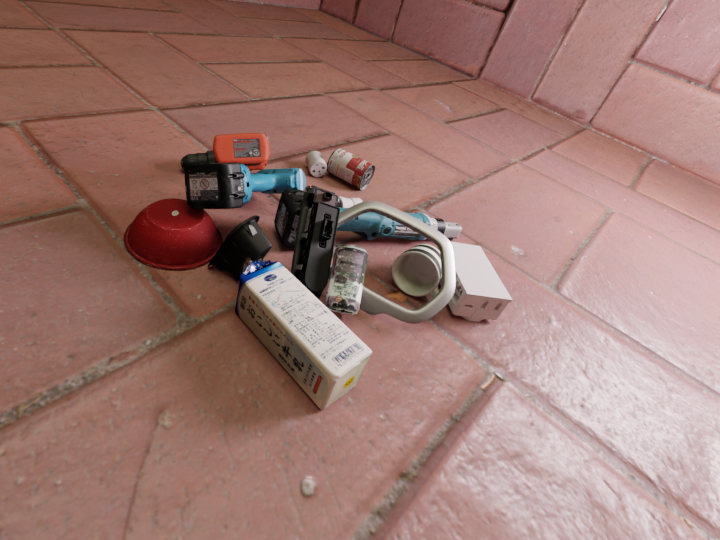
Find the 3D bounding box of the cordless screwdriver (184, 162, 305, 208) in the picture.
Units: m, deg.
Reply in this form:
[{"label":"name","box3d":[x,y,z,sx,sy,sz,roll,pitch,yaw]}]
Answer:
[{"label":"cordless screwdriver","box3d":[-0.228,-0.163,0.790,0.165,0.073,0.242,4,15,23]}]

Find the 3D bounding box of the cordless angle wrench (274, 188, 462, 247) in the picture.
[{"label":"cordless angle wrench","box3d":[0.040,-0.093,0.855,0.407,0.097,0.078,1,38,-27]}]

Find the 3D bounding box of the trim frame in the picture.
[{"label":"trim frame","box3d":[0.041,-0.018,0.718,0.255,0.027,0.184,29,77,14]}]

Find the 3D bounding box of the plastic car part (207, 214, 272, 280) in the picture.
[{"label":"plastic car part","box3d":[-0.181,-0.025,0.671,0.071,0.118,0.064,52,42,2]}]

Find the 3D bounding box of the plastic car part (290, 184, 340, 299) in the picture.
[{"label":"plastic car part","box3d":[-0.068,-0.044,0.695,0.063,0.070,0.205,18,75,-31]}]
